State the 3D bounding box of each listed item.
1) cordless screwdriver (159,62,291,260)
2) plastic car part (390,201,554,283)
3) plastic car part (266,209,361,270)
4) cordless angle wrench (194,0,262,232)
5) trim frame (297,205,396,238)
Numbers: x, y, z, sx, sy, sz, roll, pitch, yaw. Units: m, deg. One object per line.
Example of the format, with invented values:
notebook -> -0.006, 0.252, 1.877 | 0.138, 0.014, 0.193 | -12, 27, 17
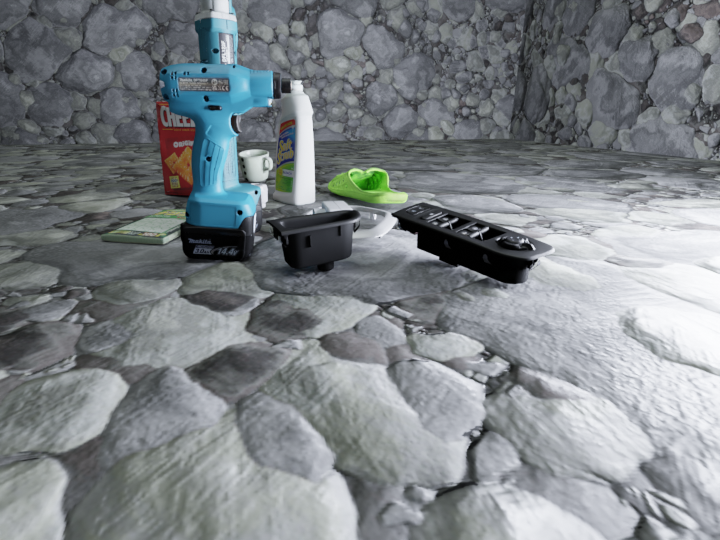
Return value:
cordless screwdriver -> -0.169, -0.140, 0.560 | 0.158, 0.244, 0.076 | 0, 18, -5
plastic car part -> 0.130, -0.034, 0.532 | 0.064, 0.066, 0.215 | -14, 25, -37
plastic car part -> -0.051, -0.034, 0.526 | 0.113, 0.069, 0.069 | -8, 21, -22
cordless angle wrench -> -0.210, -0.261, 0.639 | 0.078, 0.415, 0.094 | 16, 23, 37
trim frame -> -0.037, -0.079, 0.707 | 0.189, 0.027, 0.247 | 5, 21, 14
